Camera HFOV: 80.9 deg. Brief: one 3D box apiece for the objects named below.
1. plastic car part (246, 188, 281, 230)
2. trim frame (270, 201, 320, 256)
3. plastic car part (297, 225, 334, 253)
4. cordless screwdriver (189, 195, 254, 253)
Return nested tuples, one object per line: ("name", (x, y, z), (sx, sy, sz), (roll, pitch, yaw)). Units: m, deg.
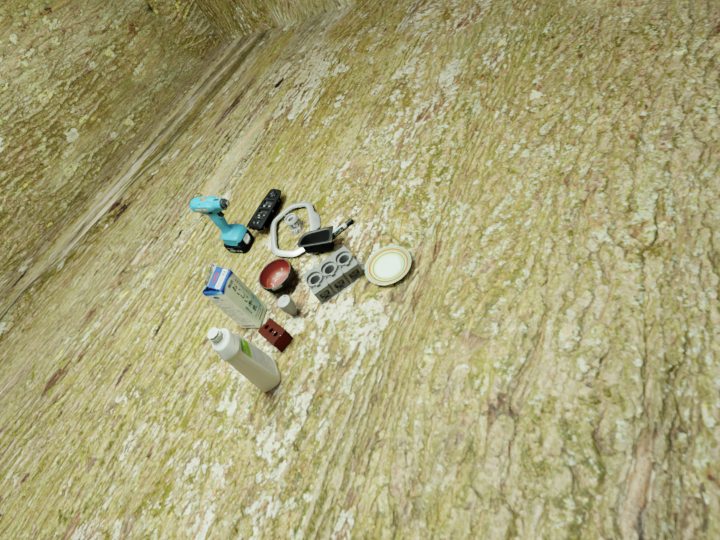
("plastic car part", (-0.334, -0.215, 1.532), (0.069, 0.063, 0.205), (-1, 54, 29))
("trim frame", (-0.223, -0.140, 1.433), (0.187, 0.026, 0.258), (-23, 46, 12))
("plastic car part", (-0.127, -0.083, 1.302), (0.120, 0.067, 0.068), (-12, 49, 21))
("cordless screwdriver", (-0.447, -0.158, 1.429), (0.166, 0.236, 0.075), (3, 55, 31))
